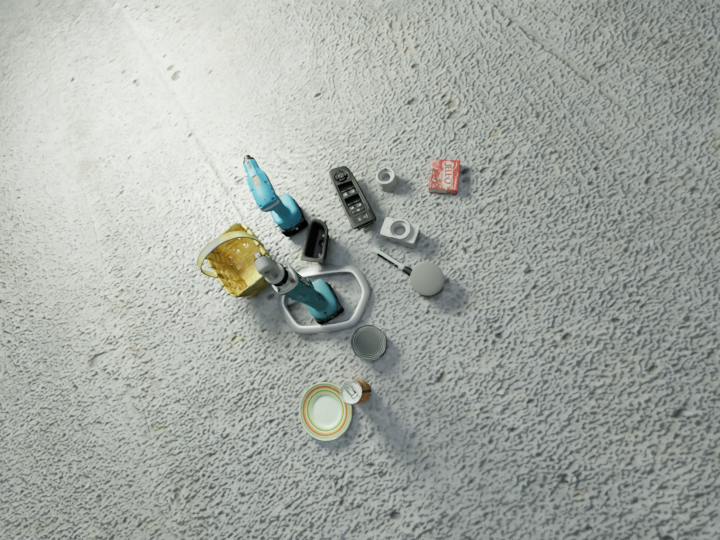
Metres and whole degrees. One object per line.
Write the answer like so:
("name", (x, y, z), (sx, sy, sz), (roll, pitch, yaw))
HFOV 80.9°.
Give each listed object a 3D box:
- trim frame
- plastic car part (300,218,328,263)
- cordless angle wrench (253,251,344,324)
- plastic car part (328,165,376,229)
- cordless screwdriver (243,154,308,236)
("trim frame", (-0.098, 0.070, 1.103), (0.253, 0.026, 0.188), (-10, 71, 13))
("plastic car part", (-0.110, -0.072, 1.127), (0.068, 0.068, 0.118), (7, 76, 16))
("cordless angle wrench", (-0.130, 0.040, 0.916), (0.074, 0.407, 0.101), (-31, 72, 3))
("plastic car part", (-0.023, -0.196, 1.142), (0.067, 0.064, 0.210), (-27, 69, 5))
("cordless screwdriver", (-0.227, -0.191, 1.105), (0.075, 0.239, 0.165), (-29, 71, 3))
